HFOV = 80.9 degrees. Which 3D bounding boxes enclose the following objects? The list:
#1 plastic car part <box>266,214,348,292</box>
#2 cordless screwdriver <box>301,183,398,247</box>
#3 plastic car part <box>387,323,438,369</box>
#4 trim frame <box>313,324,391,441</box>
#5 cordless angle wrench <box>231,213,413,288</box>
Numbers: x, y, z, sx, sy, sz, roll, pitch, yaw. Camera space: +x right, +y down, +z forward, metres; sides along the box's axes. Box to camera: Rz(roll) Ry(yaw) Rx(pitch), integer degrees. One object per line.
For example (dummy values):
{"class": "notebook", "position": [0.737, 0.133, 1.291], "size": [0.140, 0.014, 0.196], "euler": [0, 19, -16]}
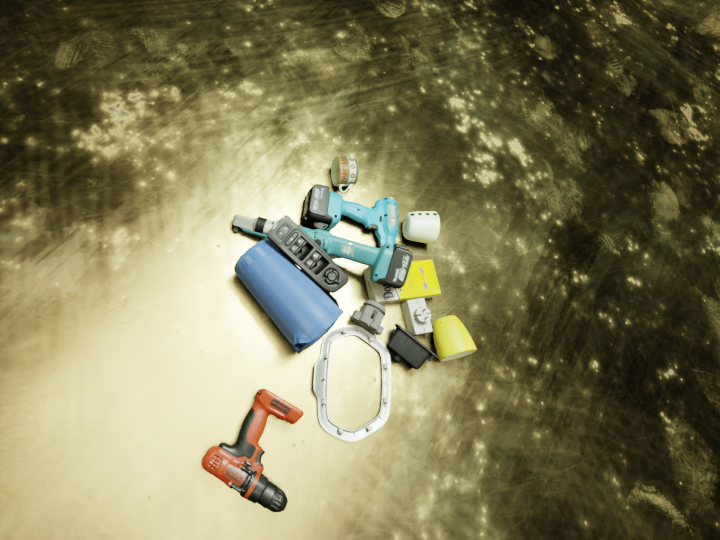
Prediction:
{"class": "plastic car part", "position": [-0.117, -0.026, 0.928], "size": [0.202, 0.068, 0.066], "euler": [42, 66, -3]}
{"class": "cordless screwdriver", "position": [-0.020, -0.121, 1.055], "size": [0.242, 0.075, 0.162], "euler": [8, 69, -17]}
{"class": "plastic car part", "position": [0.108, 0.186, 0.986], "size": [0.117, 0.066, 0.071], "euler": [36, 79, 2]}
{"class": "trim frame", "position": [-0.016, 0.246, 0.943], "size": [0.180, 0.027, 0.253], "euler": [8, 70, -12]}
{"class": "cordless angle wrench", "position": [-0.096, -0.063, 0.982], "size": [0.426, 0.074, 0.097], "euler": [16, 95, 4]}
